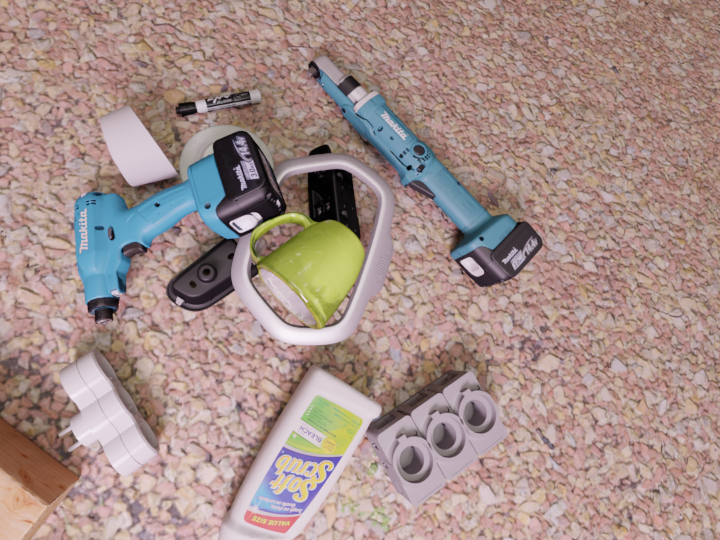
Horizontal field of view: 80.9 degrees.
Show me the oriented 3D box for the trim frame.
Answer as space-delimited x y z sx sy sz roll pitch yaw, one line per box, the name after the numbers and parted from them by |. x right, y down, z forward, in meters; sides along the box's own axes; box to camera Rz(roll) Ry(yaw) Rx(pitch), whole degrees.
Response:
-0.050 -0.033 0.515 0.184 0.027 0.250 18 73 -1 | trim frame

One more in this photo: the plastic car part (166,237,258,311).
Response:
-0.182 0.003 0.521 0.115 0.072 0.066 -39 90 -21 | plastic car part

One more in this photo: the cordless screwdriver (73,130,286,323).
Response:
-0.209 -0.047 0.480 0.251 0.071 0.164 -19 68 7 | cordless screwdriver

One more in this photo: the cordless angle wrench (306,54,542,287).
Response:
0.075 -0.161 0.619 0.097 0.074 0.427 -40 85 -19 | cordless angle wrench

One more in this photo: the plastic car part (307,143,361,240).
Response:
-0.033 -0.076 0.577 0.064 0.068 0.206 -4 78 -30 | plastic car part
